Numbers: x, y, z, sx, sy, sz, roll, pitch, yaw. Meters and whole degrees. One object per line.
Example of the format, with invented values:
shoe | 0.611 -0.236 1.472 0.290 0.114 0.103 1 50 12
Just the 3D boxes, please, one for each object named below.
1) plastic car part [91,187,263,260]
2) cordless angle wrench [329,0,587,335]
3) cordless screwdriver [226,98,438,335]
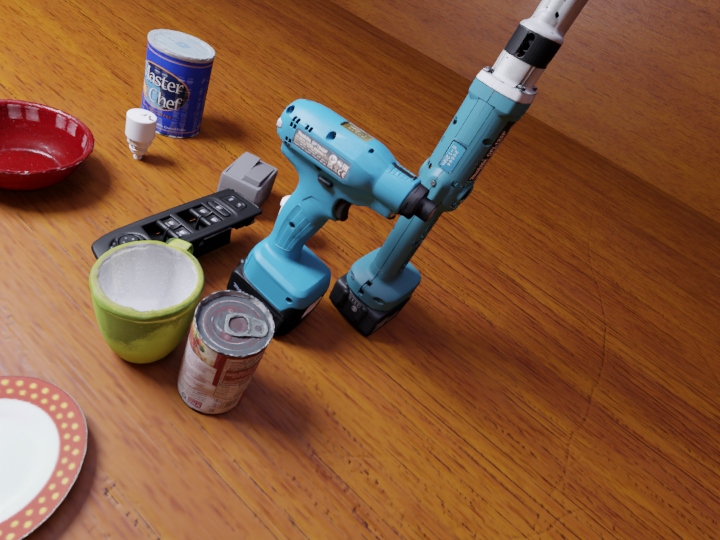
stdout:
plastic car part | -0.213 -0.039 0.499 0.068 0.066 0.198 40 39 15
cordless angle wrench | 0.089 -0.094 0.445 0.077 0.421 0.095 44 39 17
cordless screwdriver | -0.042 -0.028 0.434 0.164 0.247 0.073 39 38 13
